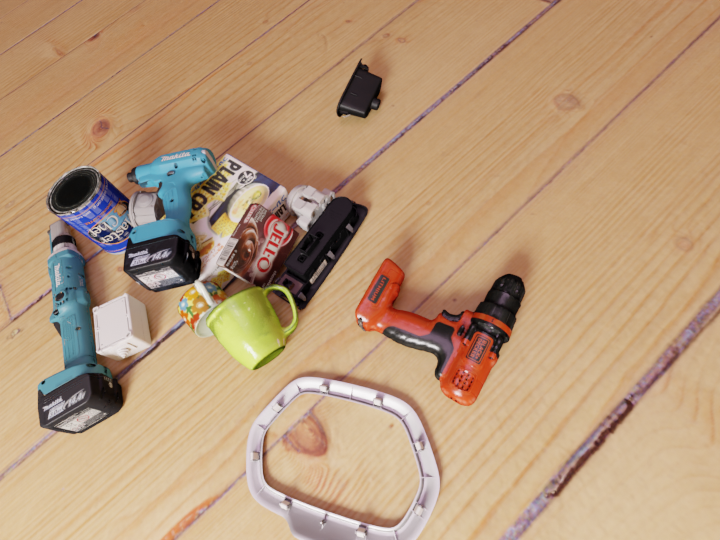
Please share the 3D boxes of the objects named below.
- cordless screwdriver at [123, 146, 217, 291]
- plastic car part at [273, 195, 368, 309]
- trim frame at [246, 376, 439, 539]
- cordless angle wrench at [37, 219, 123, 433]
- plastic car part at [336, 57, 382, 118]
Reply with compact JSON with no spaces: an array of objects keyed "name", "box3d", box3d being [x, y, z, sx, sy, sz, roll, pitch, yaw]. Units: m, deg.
[{"name":"cordless screwdriver","box3d":[-0.323,-0.090,0.681,0.161,0.071,0.257,-10,57,9]},{"name":"plastic car part","box3d":[-0.065,-0.043,0.669,0.070,0.064,0.202,25,68,31]},{"name":"trim frame","box3d":[-0.030,0.234,0.526,0.256,0.026,0.186,9,66,17]},{"name":"cordless angle wrench","box3d":[-0.499,0.058,0.727,0.098,0.071,0.444,-31,57,-4]},{"name":"plastic car part","box3d":[0.006,-0.333,0.811,0.072,0.064,0.117,19,71,6]}]
